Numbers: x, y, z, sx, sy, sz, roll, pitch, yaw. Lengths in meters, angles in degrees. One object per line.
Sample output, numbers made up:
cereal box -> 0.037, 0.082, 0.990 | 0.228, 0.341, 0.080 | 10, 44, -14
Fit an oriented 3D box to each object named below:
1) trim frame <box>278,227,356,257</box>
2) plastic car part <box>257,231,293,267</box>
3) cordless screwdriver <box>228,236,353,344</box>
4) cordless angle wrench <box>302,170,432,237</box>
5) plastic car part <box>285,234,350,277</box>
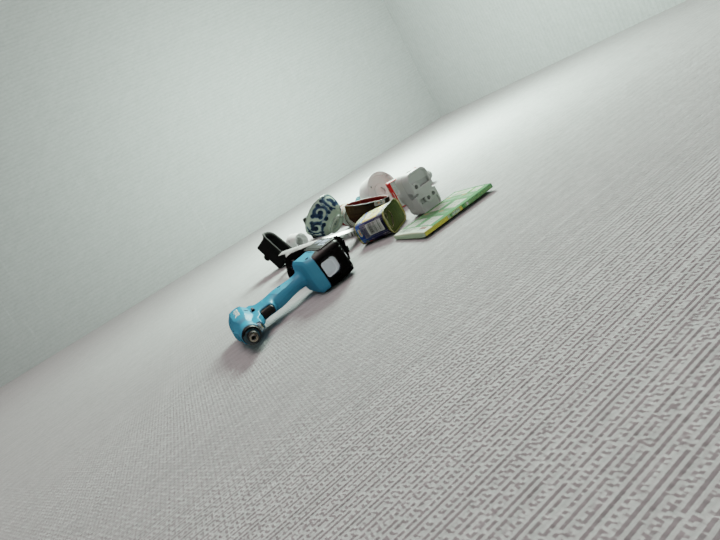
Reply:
trim frame -> -0.105, -0.068, 1.070 | 0.178, 0.027, 0.259 | -22, 9, -41
plastic car part -> -0.247, -0.052, 1.218 | 0.071, 0.116, 0.066 | -51, 2, 25
cordless screwdriver -> -0.125, 0.040, 0.762 | 0.246, 0.072, 0.165 | -39, 17, -15
cordless angle wrench -> 0.016, -0.206, 1.273 | 0.437, 0.073, 0.097 | -18, 18, 32
plastic car part -> -0.094, -0.029, 0.933 | 0.210, 0.066, 0.065 | -16, 9, 42
